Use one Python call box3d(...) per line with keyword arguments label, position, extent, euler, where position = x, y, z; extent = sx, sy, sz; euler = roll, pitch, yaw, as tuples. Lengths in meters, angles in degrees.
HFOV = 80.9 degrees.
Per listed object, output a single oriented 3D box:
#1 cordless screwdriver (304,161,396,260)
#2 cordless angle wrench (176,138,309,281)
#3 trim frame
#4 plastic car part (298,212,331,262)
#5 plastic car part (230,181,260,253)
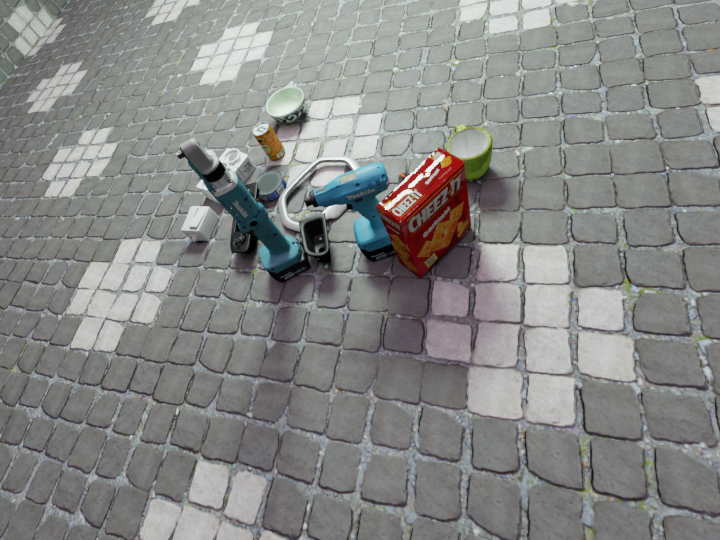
box3d(label="cordless screwdriver", position=(-0.002, -0.107, 0.854), extent=(0.161, 0.236, 0.077), euler=(-17, 58, 10))
box3d(label="cordless angle wrench", position=(-0.219, -0.109, 0.839), extent=(0.098, 0.402, 0.078), euler=(-27, 57, 2))
box3d(label="trim frame", position=(-0.105, -0.199, 1.077), extent=(0.247, 0.026, 0.194), euler=(-47, 56, -9))
box3d(label="plastic car part", position=(-0.095, -0.062, 0.967), extent=(0.067, 0.067, 0.121), euler=(-19, 57, 9))
box3d(label="plastic car part", position=(-0.290, -0.125, 1.083), extent=(0.068, 0.064, 0.208), euler=(-8, 59, 16))
